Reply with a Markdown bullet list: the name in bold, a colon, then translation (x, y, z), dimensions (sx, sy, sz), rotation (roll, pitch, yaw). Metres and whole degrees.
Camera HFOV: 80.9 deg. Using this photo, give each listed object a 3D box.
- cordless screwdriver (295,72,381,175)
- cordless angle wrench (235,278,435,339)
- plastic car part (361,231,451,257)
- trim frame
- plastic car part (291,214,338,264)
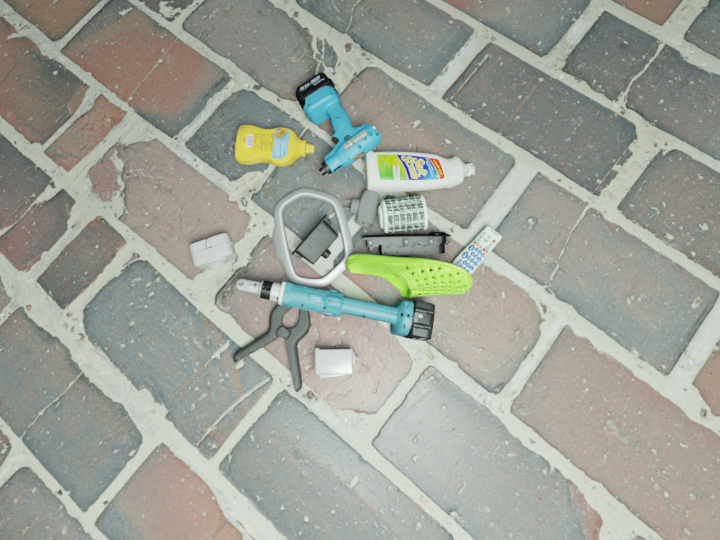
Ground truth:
- **cordless screwdriver**: translation (-0.078, -0.347, 1.012), dimensions (0.160, 0.071, 0.259), rotation (-35, 64, 4)
- **cordless angle wrench**: translation (-0.062, 0.071, 0.906), dimensions (0.425, 0.096, 0.075), rotation (11, 75, 3)
- **plastic car part**: translation (0.107, -0.059, 0.958), dimensions (0.204, 0.066, 0.067), rotation (-5, 87, 3)
- **trim frame**: translation (-0.117, -0.080, 1.000), dimensions (0.184, 0.027, 0.253), rotation (-14, 77, 0)
- **plastic car part**: translation (-0.094, -0.061, 0.958), dimensions (0.070, 0.066, 0.116), rotation (38, 85, -5)
